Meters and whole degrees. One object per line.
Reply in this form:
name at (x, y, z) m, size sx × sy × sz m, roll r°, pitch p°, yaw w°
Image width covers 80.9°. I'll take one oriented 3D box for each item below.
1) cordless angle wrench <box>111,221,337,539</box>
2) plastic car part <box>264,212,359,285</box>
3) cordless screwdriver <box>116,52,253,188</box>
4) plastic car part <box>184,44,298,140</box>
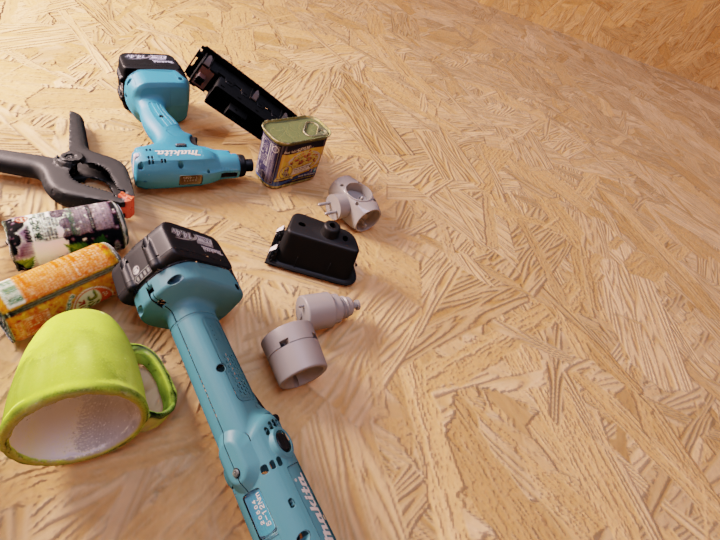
cordless angle wrench at (-0.079, 0.145, 0.331) m, size 0.440 × 0.075 × 0.093 m, roll 55°, pitch 12°, yaw 24°
plastic car part at (-0.051, -0.033, 0.523) m, size 0.116 × 0.070 × 0.067 m, roll 16°, pitch 46°, yaw -3°
cordless screwdriver at (-0.265, -0.219, 0.621) m, size 0.153 × 0.074 × 0.260 m, roll -10°, pitch 56°, yaw -30°
plastic car part at (-0.168, -0.246, 0.643) m, size 0.192 × 0.068 × 0.069 m, roll 27°, pitch 46°, yaw -33°
